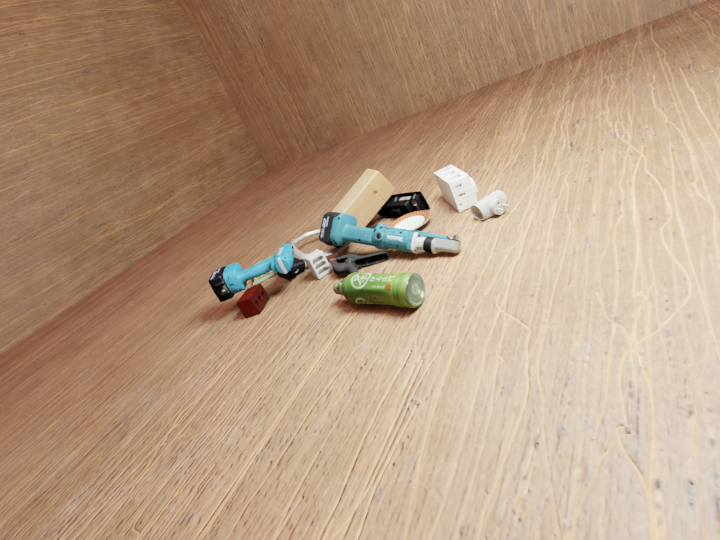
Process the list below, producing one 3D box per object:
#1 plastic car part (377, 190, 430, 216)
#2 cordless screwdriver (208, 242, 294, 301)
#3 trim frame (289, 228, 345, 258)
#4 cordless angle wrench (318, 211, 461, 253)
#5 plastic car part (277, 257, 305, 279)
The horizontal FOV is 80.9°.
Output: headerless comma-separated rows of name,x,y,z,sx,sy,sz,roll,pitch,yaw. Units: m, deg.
plastic car part,0.115,-0.194,1.296,0.067,0.063,0.213,-52,30,-16
cordless screwdriver,-0.305,-0.007,1.223,0.251,0.072,0.162,-22,22,9
trim frame,-0.131,-0.086,1.339,0.181,0.027,0.260,-23,24,-16
cordless angle wrench,0.062,-0.086,1.083,0.070,0.098,0.446,12,1,-45
plastic car part,-0.206,-0.014,1.282,0.069,0.064,0.123,-23,21,-32
